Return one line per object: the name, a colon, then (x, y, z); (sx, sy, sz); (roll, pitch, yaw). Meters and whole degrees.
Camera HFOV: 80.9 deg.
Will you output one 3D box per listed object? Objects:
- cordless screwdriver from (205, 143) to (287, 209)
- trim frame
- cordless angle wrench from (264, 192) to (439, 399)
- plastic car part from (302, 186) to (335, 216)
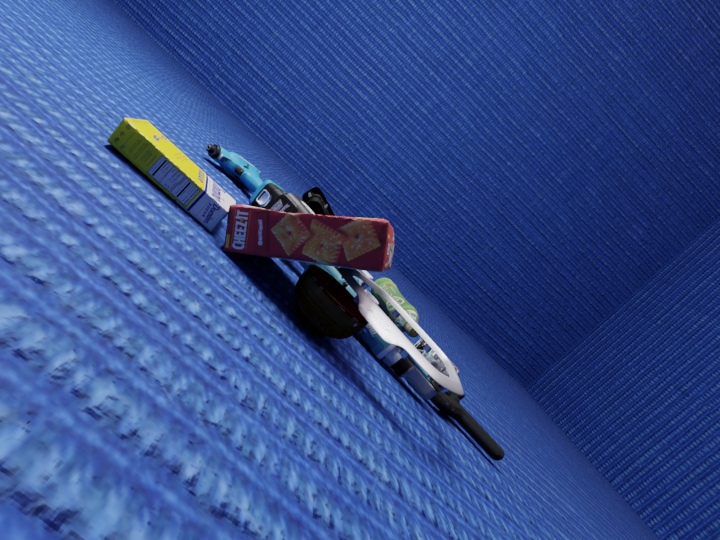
cordless screwdriver: (-0.239, -0.191, 0.936); (0.262, 0.074, 0.150); (44, 6, 34)
trim frame: (0.054, 0.081, 0.616); (0.260, 0.028, 0.175); (49, 10, 26)
cordless angle wrench: (-0.020, 0.047, 0.735); (0.432, 0.098, 0.072); (49, 8, 11)
plastic car part: (-0.097, -0.118, 1.104); (0.068, 0.068, 0.196); (-70, 141, -59)
